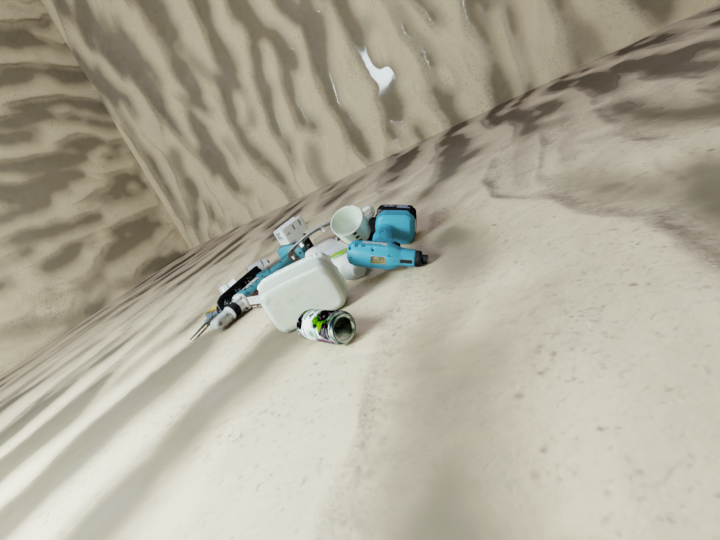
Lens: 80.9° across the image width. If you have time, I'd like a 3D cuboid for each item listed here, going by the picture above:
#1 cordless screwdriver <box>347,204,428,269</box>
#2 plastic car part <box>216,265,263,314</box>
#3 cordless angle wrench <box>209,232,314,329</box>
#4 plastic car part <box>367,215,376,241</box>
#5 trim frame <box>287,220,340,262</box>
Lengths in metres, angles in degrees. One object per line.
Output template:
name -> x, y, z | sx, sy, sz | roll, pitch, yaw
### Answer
cordless screwdriver -> 0.082, -0.073, 0.926 | 0.164, 0.072, 0.247 | 5, 27, 18
plastic car part -> -0.345, 0.065, 1.207 | 0.069, 0.065, 0.201 | -29, 13, 34
cordless angle wrench -> -0.270, 0.029, 1.191 | 0.102, 0.072, 0.419 | -15, 24, 37
plastic car part -> 0.059, -0.107, 1.112 | 0.117, 0.063, 0.074 | -24, 30, 2
trim frame -> -0.114, -0.075, 1.168 | 0.184, 0.028, 0.243 | -33, -11, -3
